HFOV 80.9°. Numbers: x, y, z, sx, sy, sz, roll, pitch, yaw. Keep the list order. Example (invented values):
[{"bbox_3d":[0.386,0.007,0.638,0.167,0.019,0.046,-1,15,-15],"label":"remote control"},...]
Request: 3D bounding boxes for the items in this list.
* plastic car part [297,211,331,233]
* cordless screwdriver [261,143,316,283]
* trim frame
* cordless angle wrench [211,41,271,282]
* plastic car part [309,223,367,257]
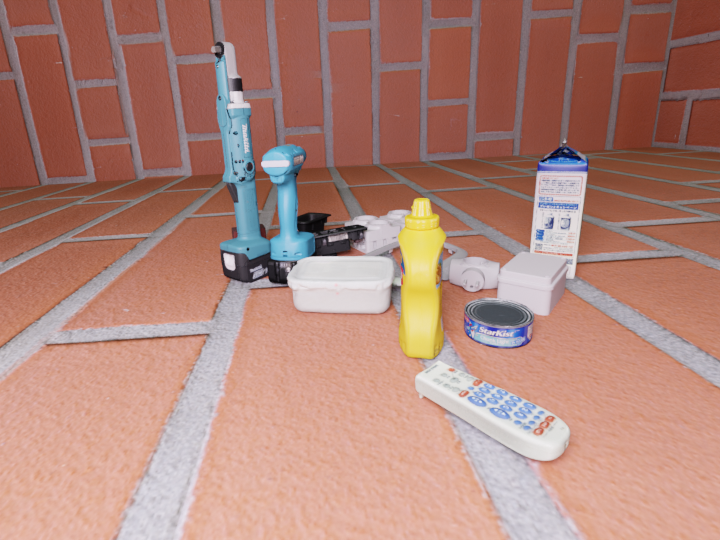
[{"bbox_3d":[-0.123,-0.096,1.008,0.069,0.069,0.114,6,21,23],"label":"plastic car part"},{"bbox_3d":[-0.126,-0.108,0.788,0.076,0.244,0.159,1,18,9],"label":"cordless screwdriver"},{"bbox_3d":[0.098,-0.018,0.821,0.194,0.027,0.240,15,27,40],"label":"trim frame"},{"bbox_3d":[-0.223,-0.189,0.778,0.078,0.415,0.095,11,21,36],"label":"cordless angle wrench"},{"bbox_3d":[-0.088,-0.058,0.903,0.200,0.066,0.069,-7,19,-11],"label":"plastic car part"}]
